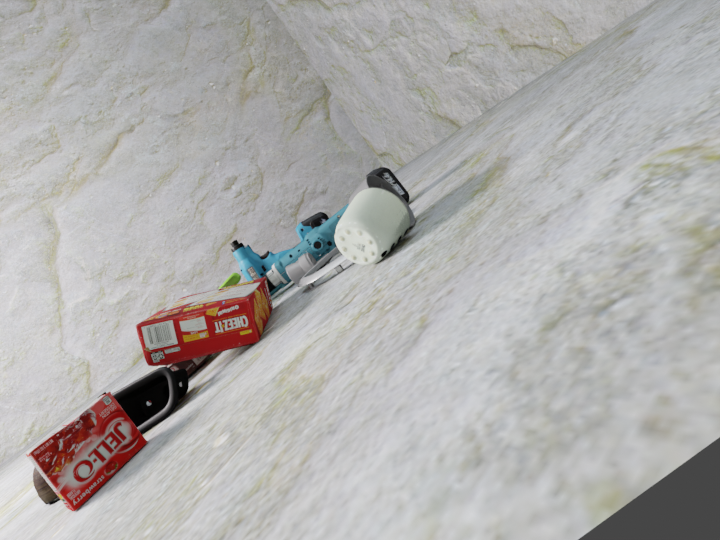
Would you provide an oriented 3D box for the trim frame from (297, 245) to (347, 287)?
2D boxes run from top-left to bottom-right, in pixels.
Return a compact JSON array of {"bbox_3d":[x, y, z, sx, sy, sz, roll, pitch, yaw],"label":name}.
[{"bbox_3d":[-0.018,-0.041,0.760,0.189,0.027,0.245,-26,16,42],"label":"trim frame"}]

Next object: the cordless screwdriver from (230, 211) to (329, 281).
[{"bbox_3d":[-0.181,-0.060,1.020,0.249,0.158,0.075,-34,5,2],"label":"cordless screwdriver"}]

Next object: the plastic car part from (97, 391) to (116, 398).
[{"bbox_3d":[-0.431,0.243,0.741,0.065,0.066,0.209,-32,8,-34],"label":"plastic car part"}]

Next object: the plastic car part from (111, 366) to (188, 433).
[{"bbox_3d":[-0.275,0.171,0.565,0.117,0.067,0.069,-32,-7,5],"label":"plastic car part"}]

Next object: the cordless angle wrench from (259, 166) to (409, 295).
[{"bbox_3d":[-0.089,-0.058,0.913,0.424,0.096,0.075,-38,9,6],"label":"cordless angle wrench"}]
